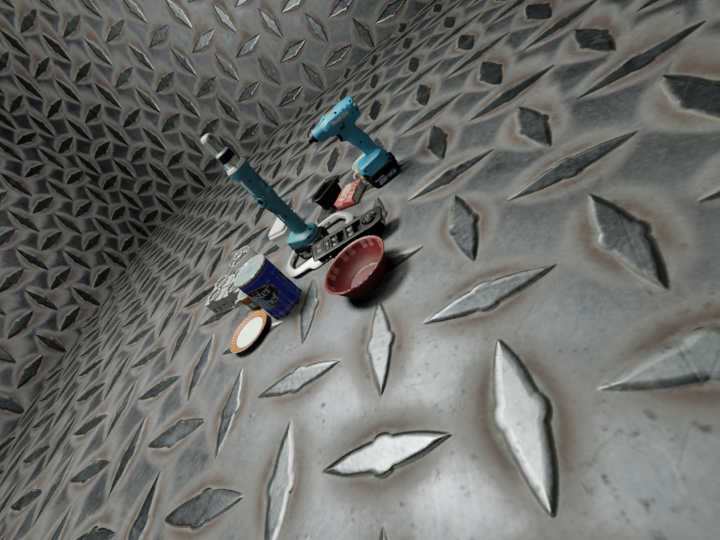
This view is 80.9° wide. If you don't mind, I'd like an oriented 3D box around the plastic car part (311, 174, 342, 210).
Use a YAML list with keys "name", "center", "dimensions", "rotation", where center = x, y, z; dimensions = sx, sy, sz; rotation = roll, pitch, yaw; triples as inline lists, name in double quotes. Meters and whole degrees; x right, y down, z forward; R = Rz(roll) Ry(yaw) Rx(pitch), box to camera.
- name: "plastic car part"
  center: [-0.097, -0.228, 1.301]
  dimensions: [0.069, 0.068, 0.117]
  rotation: [-6, 46, 50]

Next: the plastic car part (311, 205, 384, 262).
- name: "plastic car part"
  center: [-0.022, -0.077, 1.020]
  dimensions: [0.205, 0.064, 0.068]
  rotation: [-34, 29, 18]

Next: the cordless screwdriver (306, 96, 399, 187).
- name: "cordless screwdriver"
  center: [-0.017, -0.330, 1.158]
  dimensions: [0.161, 0.238, 0.077]
  rotation: [-36, 27, 17]

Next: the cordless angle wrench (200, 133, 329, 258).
- name: "cordless angle wrench"
  center: [-0.249, -0.194, 1.105]
  dimensions: [0.101, 0.405, 0.075]
  rotation: [-17, 36, 44]

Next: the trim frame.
- name: "trim frame"
  center: [-0.115, -0.075, 1.172]
  dimensions: [0.251, 0.026, 0.191]
  rotation: [-36, 30, 15]
